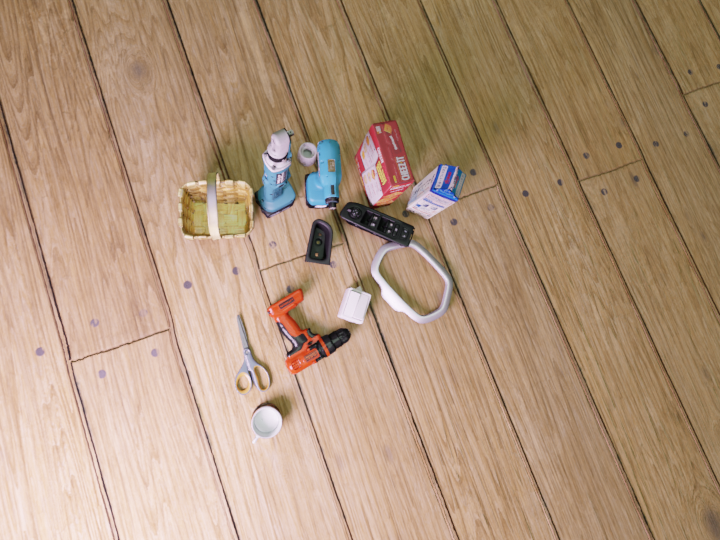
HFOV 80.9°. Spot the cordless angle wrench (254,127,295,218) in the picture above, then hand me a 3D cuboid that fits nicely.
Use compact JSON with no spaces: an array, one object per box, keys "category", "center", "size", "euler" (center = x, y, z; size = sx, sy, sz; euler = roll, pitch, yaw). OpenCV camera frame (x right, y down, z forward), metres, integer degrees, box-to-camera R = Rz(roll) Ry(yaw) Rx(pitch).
[{"category":"cordless angle wrench","center":[-0.190,-0.214,0.955],"size":[0.097,0.426,0.075],"euler":[-29,90,-14]}]

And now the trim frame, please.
[{"category":"trim frame","center":[0.141,0.027,1.155],"size":[0.183,0.027,0.250],"euler":[-44,87,-12]}]

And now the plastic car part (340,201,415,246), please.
[{"category":"plastic car part","center":[0.041,-0.126,1.151],"size":[0.202,0.067,0.066],"euler":[24,78,-3]}]

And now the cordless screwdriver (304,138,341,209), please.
[{"category":"cordless screwdriver","center":[-0.090,-0.205,1.055],"size":[0.073,0.250,0.161],"euler":[-2,83,-13]}]

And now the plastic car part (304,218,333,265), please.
[{"category":"plastic car part","center":[-0.109,-0.072,1.119],"size":[0.065,0.071,0.117],"euler":[9,79,-9]}]
